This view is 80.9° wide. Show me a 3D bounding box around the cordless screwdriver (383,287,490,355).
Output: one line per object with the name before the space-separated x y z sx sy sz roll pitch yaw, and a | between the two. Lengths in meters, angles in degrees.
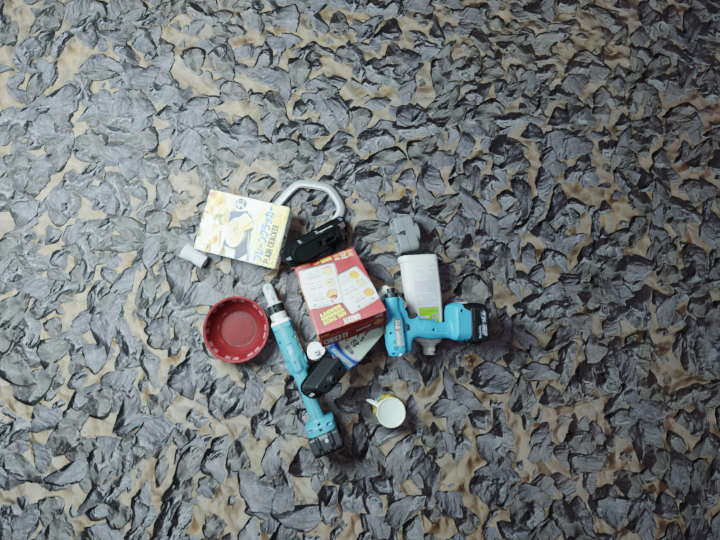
cordless screwdriver | 0.176 0.111 1.016 0.245 0.075 0.160 -5 85 -9

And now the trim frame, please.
trim frame | -0.154 -0.132 1.130 0.186 0.027 0.248 37 79 5

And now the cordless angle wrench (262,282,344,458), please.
cordless angle wrench | -0.156 0.227 1.035 0.074 0.096 0.431 -23 78 -5

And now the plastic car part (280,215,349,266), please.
plastic car part | -0.105 -0.068 1.070 0.199 0.070 0.064 -30 113 -23

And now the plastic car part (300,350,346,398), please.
plastic car part | -0.075 0.244 0.966 0.065 0.073 0.115 53 50 -11
